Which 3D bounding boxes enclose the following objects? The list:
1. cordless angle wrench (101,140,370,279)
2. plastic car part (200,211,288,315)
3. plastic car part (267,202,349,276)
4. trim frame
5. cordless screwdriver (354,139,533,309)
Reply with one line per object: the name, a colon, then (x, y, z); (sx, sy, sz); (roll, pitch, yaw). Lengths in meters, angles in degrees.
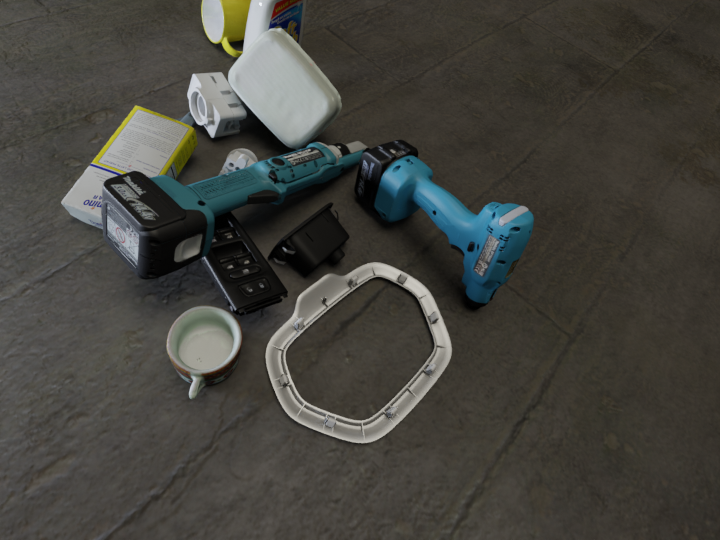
cordless angle wrench: (-0.114, -0.119, 0.555); (0.101, 0.074, 0.413); (38, 42, 16)
plastic car part: (-0.168, -0.023, 0.519); (0.064, 0.066, 0.212); (-22, 60, -30)
plastic car part: (-0.055, -0.036, 0.564); (0.114, 0.067, 0.071); (-39, 89, -34)
trim frame: (0.004, 0.085, 0.511); (0.244, 0.027, 0.190); (-37, 70, -28)
cordless screwdriver: (0.098, -0.067, 0.583); (0.072, 0.155, 0.262); (-25, 51, -31)
